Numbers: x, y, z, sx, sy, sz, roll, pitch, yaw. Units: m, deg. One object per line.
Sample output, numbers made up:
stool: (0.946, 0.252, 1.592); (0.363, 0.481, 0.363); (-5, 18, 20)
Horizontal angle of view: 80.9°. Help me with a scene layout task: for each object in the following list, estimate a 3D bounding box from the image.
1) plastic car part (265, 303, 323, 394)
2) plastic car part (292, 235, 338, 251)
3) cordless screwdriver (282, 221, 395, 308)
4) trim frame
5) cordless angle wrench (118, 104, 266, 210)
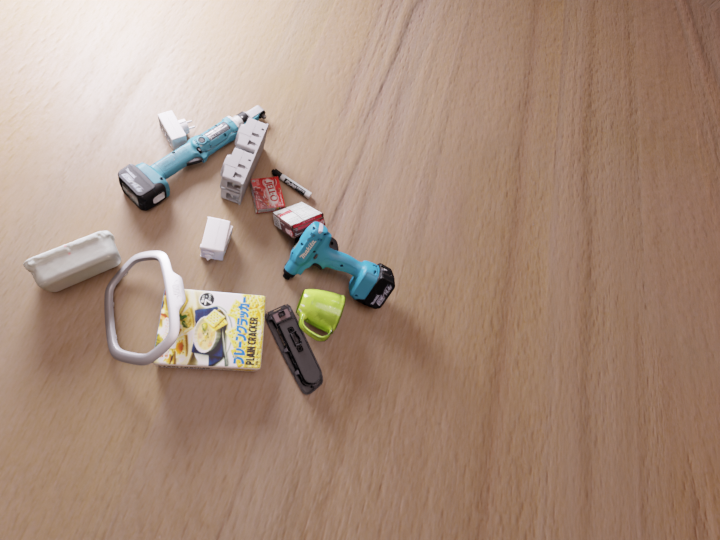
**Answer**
plastic car part: (-0.139, 0.171, 0.940); (0.064, 0.068, 0.207); (-21, 78, -30)
plastic car part: (-0.102, -0.066, 1.038); (0.115, 0.071, 0.067); (15, 67, -7)
cordless screwdriver: (-0.053, 0.008, 1.003); (0.243, 0.159, 0.076); (32, 23, -12)
trim frame: (-0.445, 0.072, 0.866); (0.186, 0.026, 0.258); (-26, 62, 8)
cordless angle wrench: (-0.399, -0.309, 1.060); (0.099, 0.075, 0.418); (43, 62, 2)
